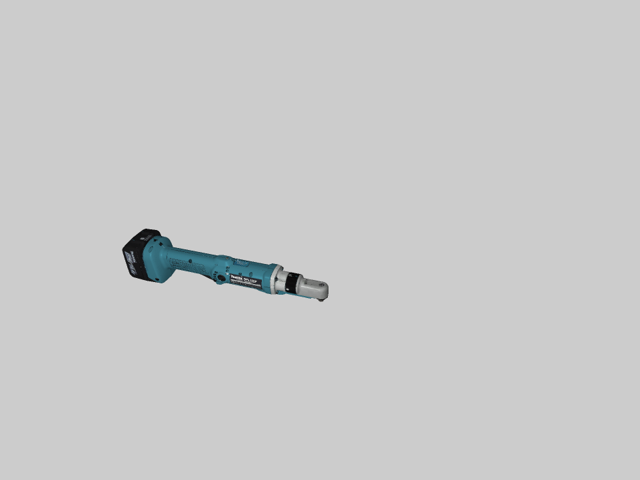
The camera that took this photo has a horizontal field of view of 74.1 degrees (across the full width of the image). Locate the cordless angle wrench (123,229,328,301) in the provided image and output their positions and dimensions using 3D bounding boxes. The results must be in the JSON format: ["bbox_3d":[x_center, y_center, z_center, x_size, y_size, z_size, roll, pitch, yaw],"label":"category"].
[{"bbox_3d":[-0.189,0.062,0.855,0.423,0.098,0.074,10,36,12],"label":"cordless angle wrench"}]
